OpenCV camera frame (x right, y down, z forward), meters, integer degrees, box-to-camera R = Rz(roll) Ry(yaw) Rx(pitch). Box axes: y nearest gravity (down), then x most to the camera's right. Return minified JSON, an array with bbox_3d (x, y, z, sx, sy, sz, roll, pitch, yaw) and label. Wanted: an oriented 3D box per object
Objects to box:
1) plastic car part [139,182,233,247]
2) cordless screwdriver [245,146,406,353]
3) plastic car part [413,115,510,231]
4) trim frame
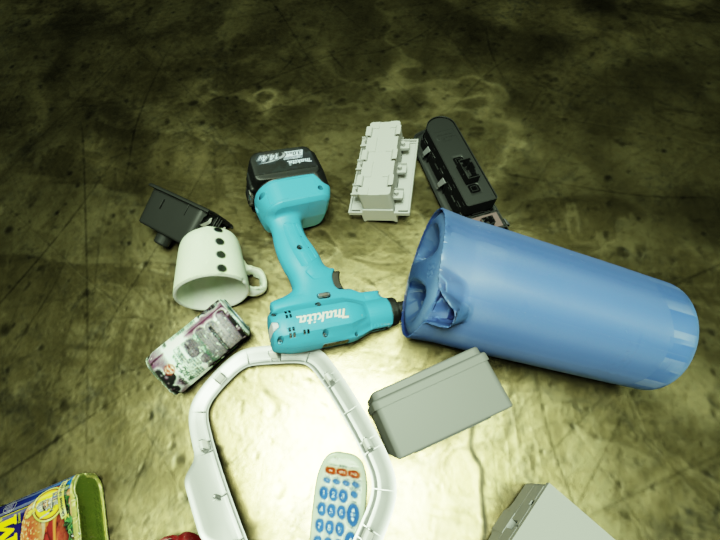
[{"bbox_3d":[-0.241,-0.062,0.558,0.121,0.063,0.071,21,81,19],"label":"plastic car part"},{"bbox_3d":[-0.050,-0.033,0.511,0.155,0.073,0.257,-9,63,-17],"label":"cordless screwdriver"},{"bbox_3d":[0.125,-0.127,0.553,0.066,0.064,0.211,-20,60,1],"label":"plastic car part"},{"bbox_3d":[-0.078,0.179,0.410,0.183,0.026,0.261,-31,56,-7],"label":"trim frame"}]
